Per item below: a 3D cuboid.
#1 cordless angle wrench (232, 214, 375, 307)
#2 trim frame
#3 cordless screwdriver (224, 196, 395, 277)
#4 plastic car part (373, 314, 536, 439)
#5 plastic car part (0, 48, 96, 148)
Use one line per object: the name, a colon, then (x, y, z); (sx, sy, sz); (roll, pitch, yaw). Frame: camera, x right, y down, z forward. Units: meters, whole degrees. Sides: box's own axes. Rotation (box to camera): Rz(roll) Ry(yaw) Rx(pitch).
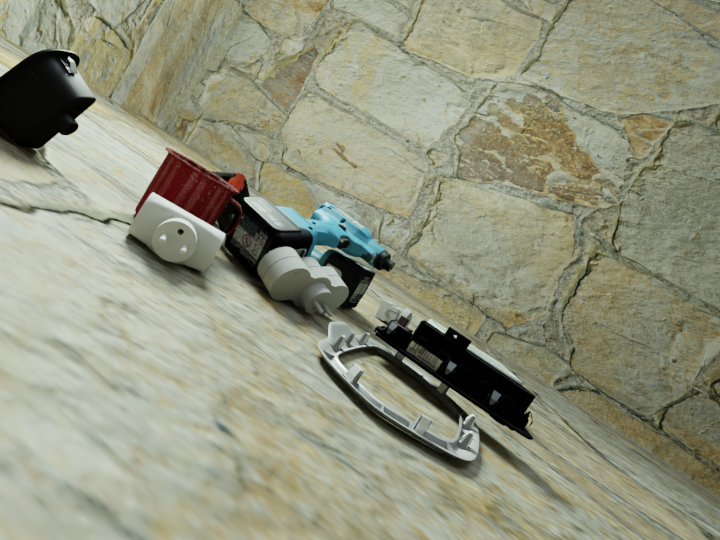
cordless angle wrench: (-0.173, -0.075, 0.787); (0.440, 0.074, 0.094); (32, 5, 22)
trim frame: (0.043, 0.115, 0.444); (0.192, 0.027, 0.239); (33, 5, 20)
cordless screwdriver: (-0.059, -0.039, 0.608); (0.166, 0.074, 0.239); (38, 24, 23)
plastic car part: (0.117, 0.114, 0.506); (0.211, 0.067, 0.064); (37, -2, 21)
plastic car part: (-0.336, -0.173, 0.448); (0.070, 0.117, 0.066); (56, 2, -7)
